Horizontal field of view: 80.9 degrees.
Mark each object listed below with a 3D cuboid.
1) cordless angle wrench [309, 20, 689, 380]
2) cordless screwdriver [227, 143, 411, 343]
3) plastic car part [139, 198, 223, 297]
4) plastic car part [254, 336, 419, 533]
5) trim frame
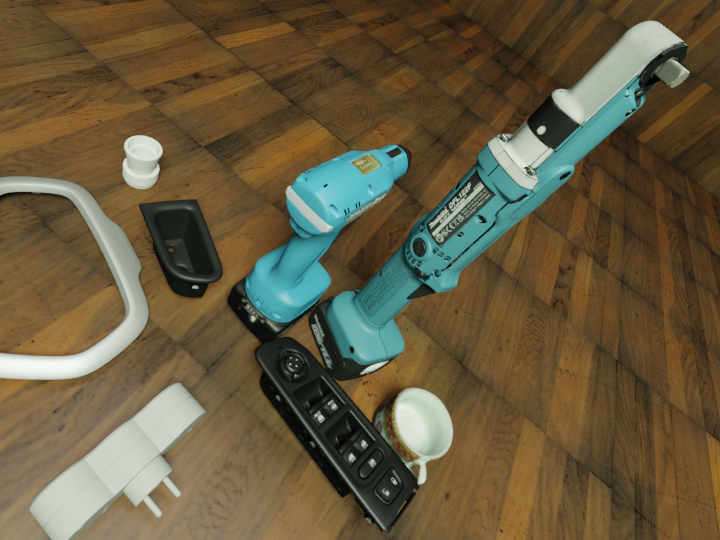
[{"bbox_3d":[0.073,-0.020,0.385,0.071,0.424,0.102,-5,60,-35],"label":"cordless angle wrench"},{"bbox_3d":[-0.044,-0.029,0.451,0.076,0.249,0.156,46,46,6],"label":"cordless screwdriver"},{"bbox_3d":[-0.204,-0.016,0.478,0.063,0.071,0.121,-11,61,-36],"label":"plastic car part"},{"bbox_3d":[-0.036,0.156,0.430,0.064,0.067,0.209,-27,70,-42],"label":"plastic car part"},{"bbox_3d":[-0.325,-0.002,0.432,0.178,0.027,0.256,-23,68,-40],"label":"trim frame"}]
